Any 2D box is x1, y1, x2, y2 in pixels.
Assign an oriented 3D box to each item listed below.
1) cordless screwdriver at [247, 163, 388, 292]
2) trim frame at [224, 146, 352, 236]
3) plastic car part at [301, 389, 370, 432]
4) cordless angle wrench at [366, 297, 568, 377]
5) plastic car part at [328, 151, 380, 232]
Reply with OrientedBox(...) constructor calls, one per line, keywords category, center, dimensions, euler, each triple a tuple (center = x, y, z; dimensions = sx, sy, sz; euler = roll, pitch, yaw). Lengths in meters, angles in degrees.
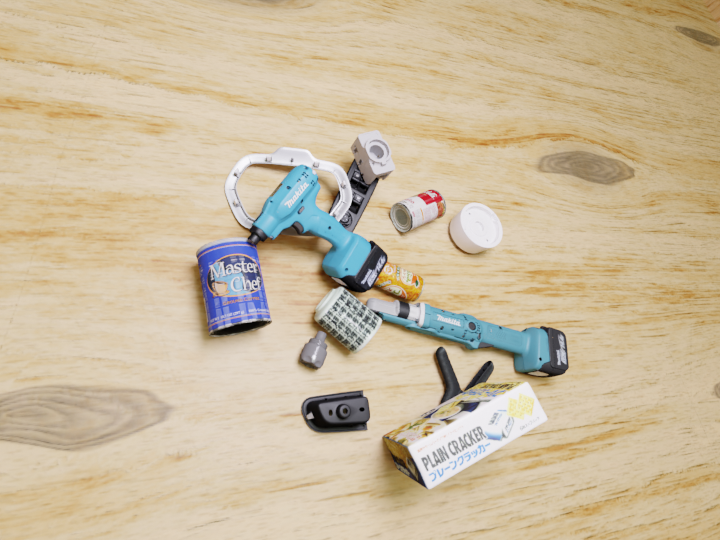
OrientedBox(category="cordless screwdriver", center=(-0.073, -0.048, 0.749), dimensions=(0.238, 0.078, 0.159), euler=(45, 72, -27))
OrientedBox(category="trim frame", center=(-0.139, -0.156, 0.822), dimensions=(0.248, 0.027, 0.187), euler=(6, 69, 0))
OrientedBox(category="plastic car part", center=(-0.031, 0.234, 0.699), dimensions=(0.112, 0.072, 0.068), euler=(3, 67, -24))
OrientedBox(category="cordless angle wrench", center=(0.208, 0.119, 0.840), dimensions=(0.415, 0.074, 0.099), euler=(16, 64, -11))
OrientedBox(category="plastic car part", center=(-0.019, -0.153, 0.872), dimensions=(0.064, 0.069, 0.204), euler=(30, 65, -17))
